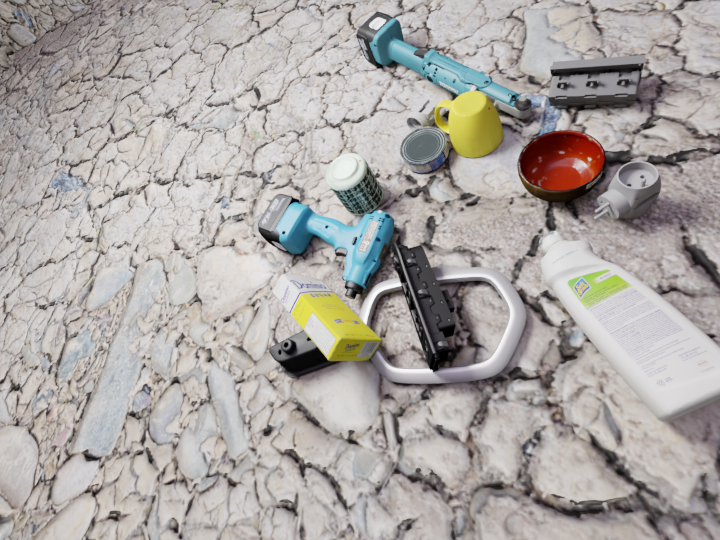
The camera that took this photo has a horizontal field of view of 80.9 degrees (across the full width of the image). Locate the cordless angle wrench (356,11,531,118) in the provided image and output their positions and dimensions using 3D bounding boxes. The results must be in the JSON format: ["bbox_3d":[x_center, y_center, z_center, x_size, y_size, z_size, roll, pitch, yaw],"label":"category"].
[{"bbox_3d":[0.156,-0.400,0.839,0.074,0.093,0.446,-44,57,-1],"label":"cordless angle wrench"}]

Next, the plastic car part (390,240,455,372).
[{"bbox_3d":[0.093,0.036,0.618,0.067,0.063,0.212,-22,56,3],"label":"plastic car part"}]

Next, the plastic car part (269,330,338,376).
[{"bbox_3d":[-0.097,0.128,0.687,0.118,0.067,0.069,-23,55,10],"label":"plastic car part"}]

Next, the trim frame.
[{"bbox_3d":[0.112,0.075,0.634,0.256,0.026,0.189,-12,60,23],"label":"trim frame"}]

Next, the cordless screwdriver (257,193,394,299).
[{"bbox_3d":[-0.075,-0.049,0.771,0.261,0.070,0.160,15,71,29],"label":"cordless screwdriver"}]
